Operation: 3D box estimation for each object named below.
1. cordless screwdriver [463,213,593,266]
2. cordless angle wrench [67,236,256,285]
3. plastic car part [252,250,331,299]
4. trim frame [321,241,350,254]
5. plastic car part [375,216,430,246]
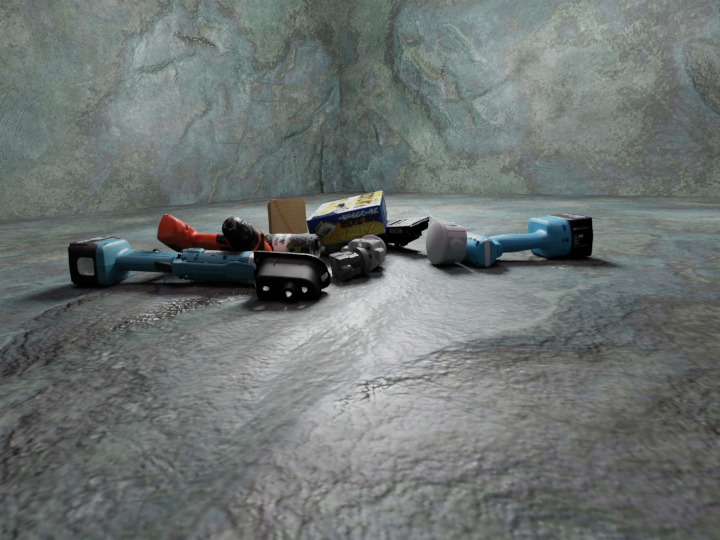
[{"bbox_3d":[0.297,-0.061,0.821,0.246,0.073,0.164,-8,14,-9],"label":"cordless screwdriver"},{"bbox_3d":[-0.278,-0.009,0.708,0.431,0.073,0.097,3,12,11],"label":"cordless angle wrench"},{"bbox_3d":[-0.105,0.016,0.609,0.118,0.064,0.072,3,27,8],"label":"plastic car part"},{"bbox_3d":[-0.097,-0.063,0.989,0.259,0.027,0.179,7,17,27],"label":"trim frame"},{"bbox_3d":[0.075,-0.089,0.970,0.065,0.065,0.213,-32,23,-27],"label":"plastic car part"}]
